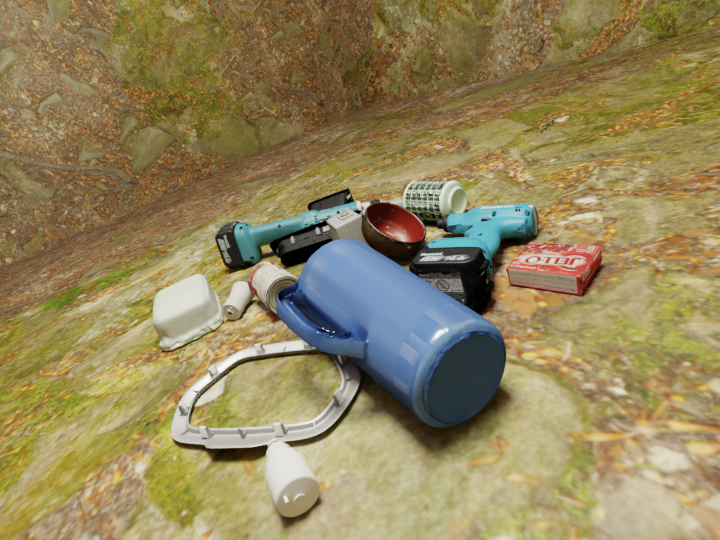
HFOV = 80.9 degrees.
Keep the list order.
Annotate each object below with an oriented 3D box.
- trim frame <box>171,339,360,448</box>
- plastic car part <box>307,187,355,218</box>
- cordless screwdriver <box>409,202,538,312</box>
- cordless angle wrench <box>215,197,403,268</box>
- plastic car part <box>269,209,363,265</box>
[{"bbox_3d":[-0.119,0.145,0.519,0.255,0.026,0.185,-9,28,19],"label":"trim frame"},{"bbox_3d":[-0.071,-0.141,1.026,0.118,0.063,0.073,-17,38,13],"label":"plastic car part"},{"bbox_3d":[0.149,-0.034,0.630,0.167,0.072,0.244,2,29,39],"label":"cordless screwdriver"},{"bbox_3d":[-0.103,-0.099,0.925,0.428,0.095,0.075,-12,20,8],"label":"cordless angle wrench"},{"bbox_3d":[-0.084,-0.055,0.862,0.205,0.063,0.069,-15,50,9],"label":"plastic car part"}]
